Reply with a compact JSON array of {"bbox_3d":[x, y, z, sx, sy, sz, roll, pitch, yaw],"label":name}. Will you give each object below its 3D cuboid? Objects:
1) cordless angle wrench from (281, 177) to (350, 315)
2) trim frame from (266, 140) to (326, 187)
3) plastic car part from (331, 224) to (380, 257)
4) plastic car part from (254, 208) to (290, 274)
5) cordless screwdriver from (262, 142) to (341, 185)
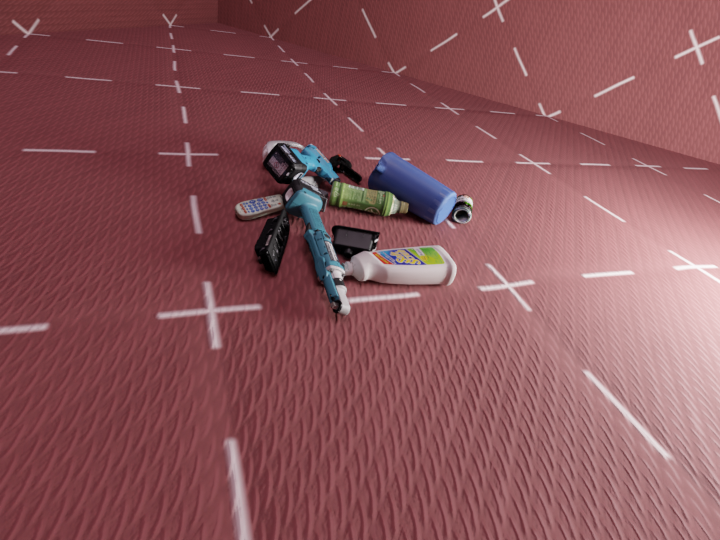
[{"bbox_3d":[-0.095,-0.062,0.973,0.093,0.075,0.443,23,30,-37],"label":"cordless angle wrench"},{"bbox_3d":[-0.189,-0.325,1.283,0.188,0.028,0.241,50,29,9],"label":"trim frame"},{"bbox_3d":[-0.018,-0.060,1.017,0.117,0.064,0.072,9,50,2],"label":"plastic car part"},{"bbox_3d":[-0.203,-0.070,0.976,0.069,0.063,0.207,-14,34,17],"label":"plastic car part"},{"bbox_3d":[-0.151,-0.285,1.191,0.162,0.075,0.243,48,27,6],"label":"cordless screwdriver"}]
